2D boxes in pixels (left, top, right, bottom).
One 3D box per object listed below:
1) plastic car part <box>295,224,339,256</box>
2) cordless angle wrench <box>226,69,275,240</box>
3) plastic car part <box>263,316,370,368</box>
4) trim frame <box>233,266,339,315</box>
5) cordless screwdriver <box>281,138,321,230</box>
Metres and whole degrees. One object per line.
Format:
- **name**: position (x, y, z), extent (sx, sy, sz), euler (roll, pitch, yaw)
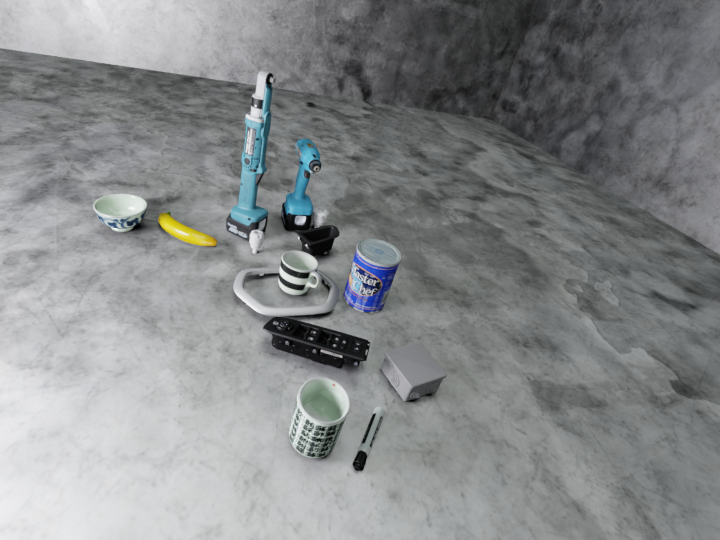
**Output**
- **plastic car part**: position (-0.109, -0.071, 1.114), extent (0.112, 0.070, 0.070), euler (-16, 44, -37)
- **cordless angle wrench**: position (-0.263, -0.274, 1.048), extent (0.101, 0.416, 0.073), euler (26, 33, 15)
- **plastic car part**: position (-0.088, 0.140, 0.811), extent (0.206, 0.066, 0.066), euler (18, 33, 7)
- **trim frame**: position (-0.165, 0.042, 0.966), extent (0.240, 0.027, 0.194), euler (-3, 37, -23)
- **cordless screwdriver**: position (-0.156, -0.221, 1.160), extent (0.072, 0.244, 0.167), euler (2, 35, -22)
